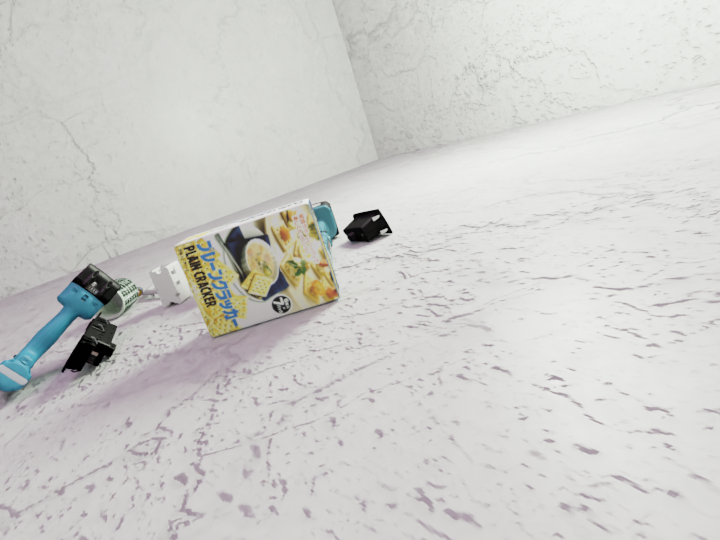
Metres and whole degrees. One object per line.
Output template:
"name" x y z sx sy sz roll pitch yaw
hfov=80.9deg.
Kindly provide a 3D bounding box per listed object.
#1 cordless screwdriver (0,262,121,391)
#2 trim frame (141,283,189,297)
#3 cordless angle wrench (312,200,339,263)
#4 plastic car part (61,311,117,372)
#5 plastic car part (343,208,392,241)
"cordless screwdriver" -0.568 0.107 0.784 0.165 0.071 0.250 -17 36 46
"trim frame" -0.477 0.026 1.141 0.258 0.027 0.181 -10 19 31
"cordless angle wrench" -0.089 -0.058 0.907 0.075 0.095 0.432 -17 21 3
"plastic car part" -0.468 0.123 0.751 0.064 0.066 0.212 23 -3 -29
"plastic car part" 0.004 -0.093 0.963 0.070 0.064 0.121 -42 22 -25
